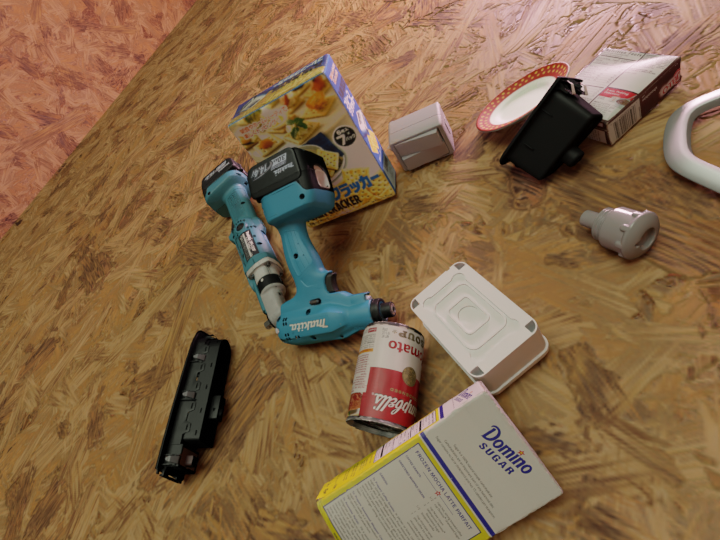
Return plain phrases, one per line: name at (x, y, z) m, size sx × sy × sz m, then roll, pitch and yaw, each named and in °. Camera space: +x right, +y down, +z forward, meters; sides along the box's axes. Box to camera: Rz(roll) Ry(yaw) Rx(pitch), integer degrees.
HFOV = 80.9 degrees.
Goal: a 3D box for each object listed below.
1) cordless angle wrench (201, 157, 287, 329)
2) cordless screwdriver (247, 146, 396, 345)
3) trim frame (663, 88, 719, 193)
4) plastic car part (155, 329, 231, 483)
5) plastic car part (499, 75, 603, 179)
cordless angle wrench at (-0.196, -0.061, 0.742) m, size 0.098 × 0.070 × 0.446 m, roll -39°, pitch 46°, yaw 5°
cordless screwdriver at (-0.053, -0.035, 0.546) m, size 0.164 × 0.071 × 0.251 m, roll -15°, pitch 83°, yaw 27°
trim frame at (0.423, -0.136, 0.372) m, size 0.256 × 0.026 × 0.189 m, roll -17°, pitch 51°, yaw 28°
plastic car part at (-0.220, 0.173, 0.585) m, size 0.068 × 0.063 × 0.210 m, roll -16°, pitch 49°, yaw 14°
plastic car part at (0.228, -0.155, 0.491) m, size 0.074 × 0.063 × 0.115 m, roll 50°, pitch 134°, yaw 27°
